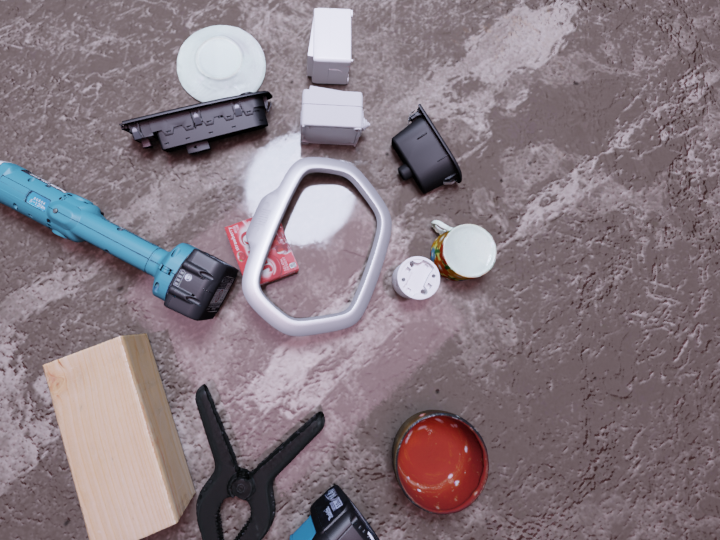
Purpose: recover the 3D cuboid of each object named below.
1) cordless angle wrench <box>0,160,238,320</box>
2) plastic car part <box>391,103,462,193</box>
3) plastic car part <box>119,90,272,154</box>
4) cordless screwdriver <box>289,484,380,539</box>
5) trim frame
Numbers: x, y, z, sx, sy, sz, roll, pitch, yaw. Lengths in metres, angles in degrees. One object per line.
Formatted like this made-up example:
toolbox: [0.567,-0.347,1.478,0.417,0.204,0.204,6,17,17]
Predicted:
cordless angle wrench: [-0.361,-0.066,0.535,0.427,0.097,0.074,27,84,5]
plastic car part: [0.083,-0.158,0.590,0.071,0.065,0.117,-28,88,7]
plastic car part: [-0.212,-0.200,0.576,0.201,0.067,0.067,-20,95,-6]
cordless screwdriver: [-0.085,0.358,0.442,0.247,0.159,0.075,-40,90,-11]
trim frame: [-0.054,-0.035,0.554,0.180,0.028,0.250,23,74,-13]
